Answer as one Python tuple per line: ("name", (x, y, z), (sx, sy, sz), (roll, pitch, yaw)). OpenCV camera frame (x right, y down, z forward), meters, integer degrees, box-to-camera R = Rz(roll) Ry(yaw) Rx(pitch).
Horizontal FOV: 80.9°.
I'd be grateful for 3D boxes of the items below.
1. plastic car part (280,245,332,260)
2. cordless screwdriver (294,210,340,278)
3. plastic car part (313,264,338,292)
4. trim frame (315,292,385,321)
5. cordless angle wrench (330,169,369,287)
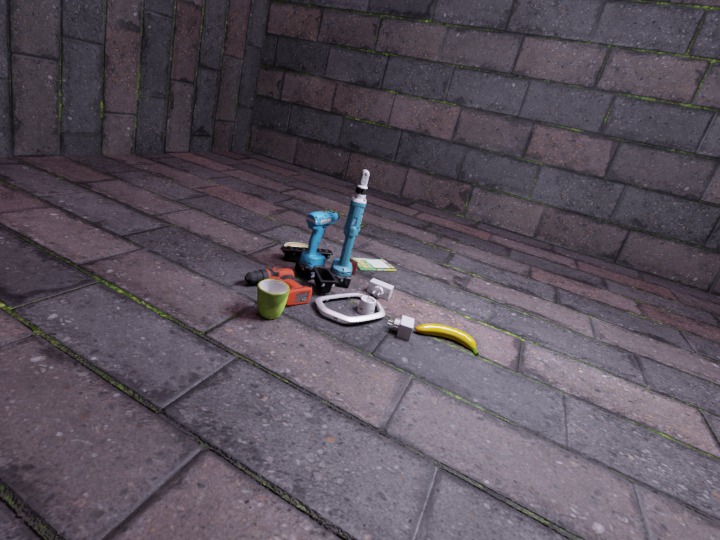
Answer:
("plastic car part", (-0.216, -0.063, 1.660), (0.199, 0.066, 0.068), (9, 21, -10))
("cordless screwdriver", (-0.150, -0.098, 1.538), (0.078, 0.245, 0.153), (26, 23, 29))
("plastic car part", (-0.130, 0.038, 1.450), (0.064, 0.070, 0.122), (4, 23, -25))
("trim frame", (-0.031, 0.116, 1.367), (0.237, 0.027, 0.195), (-7, 28, -41))
("cordless angle wrench", (-0.031, -0.147, 1.489), (0.074, 0.417, 0.100), (12, 20, -7))
